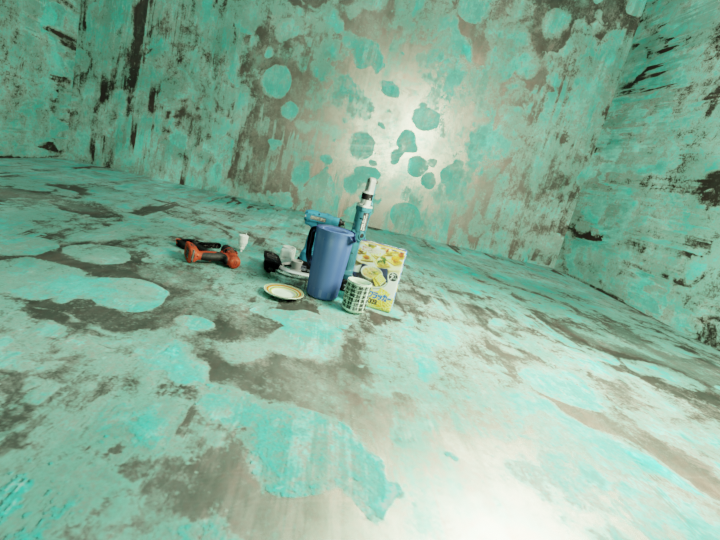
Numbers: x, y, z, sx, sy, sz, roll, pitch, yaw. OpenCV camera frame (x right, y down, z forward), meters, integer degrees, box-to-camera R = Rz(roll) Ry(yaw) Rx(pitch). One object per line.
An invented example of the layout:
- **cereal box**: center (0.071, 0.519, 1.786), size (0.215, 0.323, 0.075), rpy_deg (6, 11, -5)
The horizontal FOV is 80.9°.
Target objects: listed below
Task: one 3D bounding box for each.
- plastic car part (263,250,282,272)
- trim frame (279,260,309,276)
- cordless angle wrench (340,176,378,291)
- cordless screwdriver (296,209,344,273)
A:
- **plastic car part**: center (-0.336, -0.031, 1.590), size (0.065, 0.066, 0.209), rpy_deg (10, 14, -16)
- **trim frame**: center (-0.228, -0.006, 1.672), size (0.193, 0.027, 0.240), rpy_deg (19, 15, 24)
- **cordless angle wrench**: center (-0.009, -0.132, 1.547), size (0.093, 0.419, 0.078), rpy_deg (6, 14, -34)
- **cordless screwdriver**: center (-0.163, -0.107, 1.670), size (0.159, 0.247, 0.075), rpy_deg (13, 12, -2)
